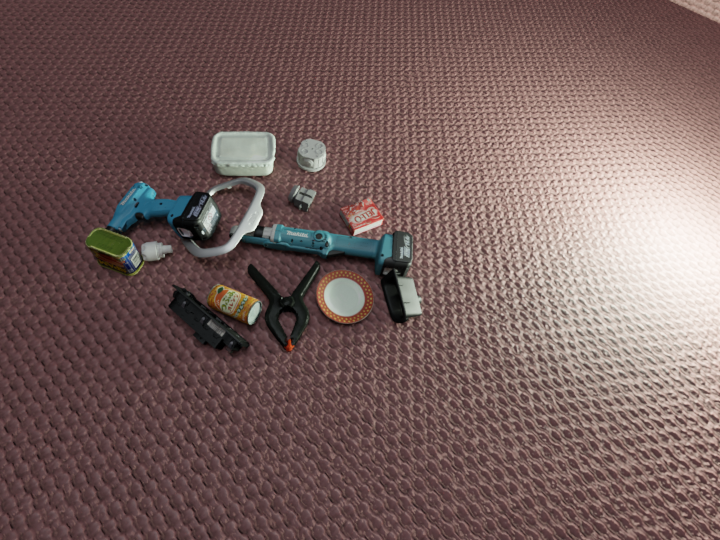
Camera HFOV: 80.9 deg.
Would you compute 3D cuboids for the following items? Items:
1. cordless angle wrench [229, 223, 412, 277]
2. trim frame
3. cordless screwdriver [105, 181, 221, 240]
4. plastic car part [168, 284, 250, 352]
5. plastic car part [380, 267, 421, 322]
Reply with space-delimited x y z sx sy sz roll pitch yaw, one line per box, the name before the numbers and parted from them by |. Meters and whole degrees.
cordless angle wrench | -0.096 -0.063 0.987 0.425 0.072 0.100 8 59 3
trim frame | -0.323 -0.130 1.002 0.191 0.026 0.251 6 55 21
cordless screwdriver | -0.455 -0.119 0.964 0.257 0.071 0.161 11 59 18
plastic car part | -0.323 0.106 0.874 0.209 0.064 0.067 39 89 16
plastic car part | 0.099 0.060 0.938 0.068 0.066 0.120 -3 62 -26
